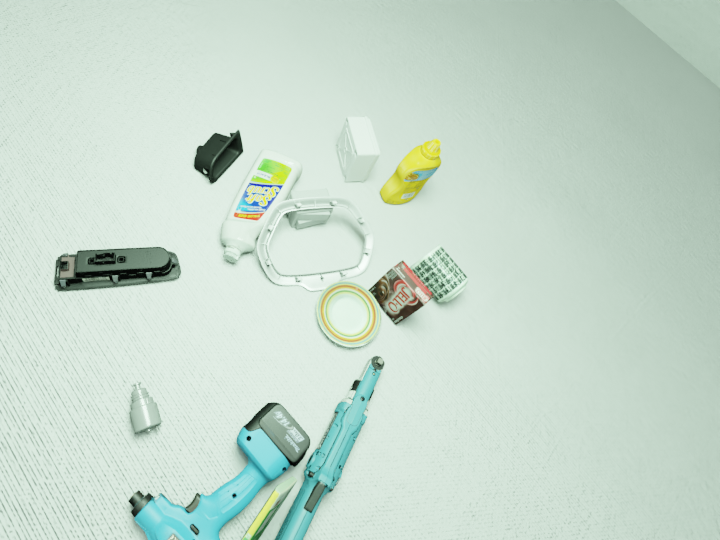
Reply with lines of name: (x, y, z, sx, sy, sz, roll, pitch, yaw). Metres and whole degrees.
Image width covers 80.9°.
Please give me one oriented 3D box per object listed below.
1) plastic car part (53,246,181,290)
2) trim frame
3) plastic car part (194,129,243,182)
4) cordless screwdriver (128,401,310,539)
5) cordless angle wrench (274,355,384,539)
plastic car part: (-0.418, -0.013, 0.734, 0.197, 0.067, 0.069, -2, 59, -21)
trim frame: (-0.082, -0.054, 0.839, 0.241, 0.028, 0.183, -6, 95, -23)
plastic car part: (-0.308, -0.247, 0.891, 0.073, 0.064, 0.116, 26, 62, 12)
cordless screwdriver: (-0.202, 0.304, 0.628, 0.161, 0.074, 0.246, 40, 64, 5)
cordless angle wrench: (-0.057, 0.313, 0.663, 0.074, 0.098, 0.423, 33, 55, -3)
